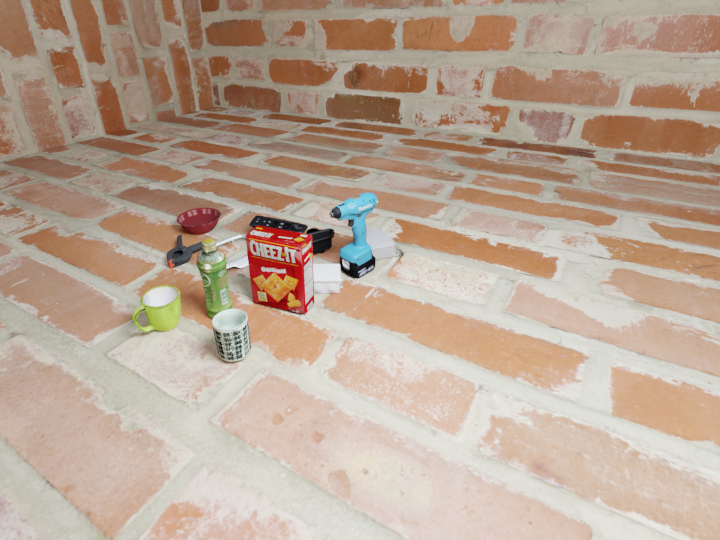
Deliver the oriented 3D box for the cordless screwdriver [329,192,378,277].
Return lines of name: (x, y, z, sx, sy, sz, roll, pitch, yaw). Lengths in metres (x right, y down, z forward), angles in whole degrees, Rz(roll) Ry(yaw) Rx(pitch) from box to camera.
cordless screwdriver: (-0.024, -0.095, 1.233, 0.154, 0.242, 0.079, -24, 39, -36)

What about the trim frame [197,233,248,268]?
trim frame: (-0.419, -0.061, 1.401, 0.241, 0.027, 0.195, -26, 39, -34)

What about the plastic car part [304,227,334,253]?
plastic car part: (-0.136, -0.089, 1.392, 0.113, 0.069, 0.070, -15, 34, -22)

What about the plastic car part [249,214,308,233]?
plastic car part: (-0.287, -0.144, 1.491, 0.208, 0.065, 0.066, 7, 32, 14)
